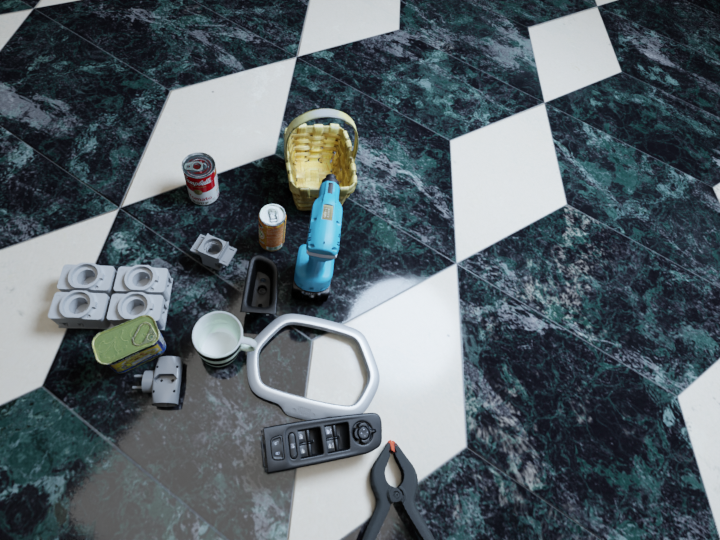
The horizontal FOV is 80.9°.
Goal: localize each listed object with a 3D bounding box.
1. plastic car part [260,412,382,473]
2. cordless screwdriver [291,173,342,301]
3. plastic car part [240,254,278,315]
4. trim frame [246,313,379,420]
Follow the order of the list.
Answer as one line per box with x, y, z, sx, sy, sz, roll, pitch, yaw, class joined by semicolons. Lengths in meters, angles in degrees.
-0.062;0.282;0.701;0.199;0.066;0.068;-6;64;-12;plastic car part
-0.076;-0.050;0.780;0.073;0.246;0.163;9;62;-8;cordless screwdriver
-0.191;0.037;0.817;0.065;0.070;0.119;5;61;-8;plastic car part
-0.087;0.176;0.778;0.248;0.027;0.187;13;60;-1;trim frame
